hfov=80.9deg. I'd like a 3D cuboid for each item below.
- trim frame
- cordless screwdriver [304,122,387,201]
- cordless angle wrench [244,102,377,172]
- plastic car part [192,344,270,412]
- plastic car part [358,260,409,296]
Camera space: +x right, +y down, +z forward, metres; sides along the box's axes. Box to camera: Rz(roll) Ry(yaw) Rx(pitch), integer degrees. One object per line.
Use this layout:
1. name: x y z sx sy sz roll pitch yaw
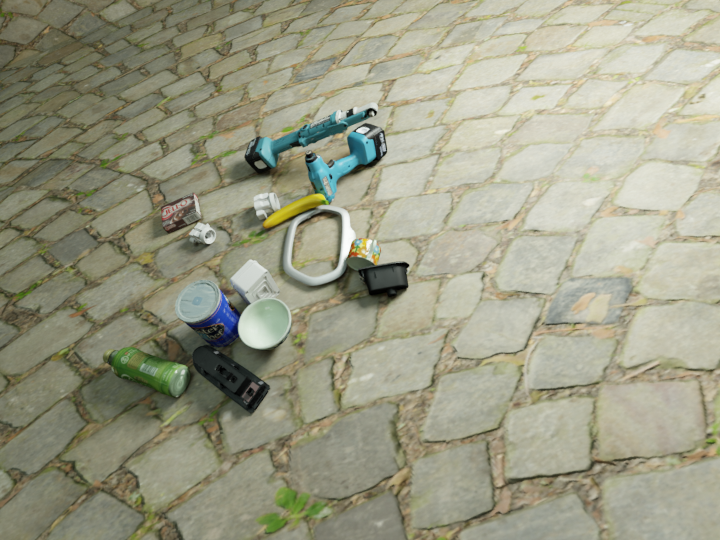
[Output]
1. trim frame: -0.105 -0.069 1.073 0.188 0.026 0.255 -6 54 13
2. cordless screwdriver: -0.043 -0.313 1.141 0.247 0.151 0.079 -43 49 -17
3. cordless angle wrench: -0.142 -0.380 1.181 0.439 0.070 0.100 -11 53 31
4. plastic car part: -0.295 0.222 0.910 0.213 0.064 0.066 24 72 30
5. plastic car part: 0.057 0.024 0.950 0.118 0.064 0.073 -8 70 6
